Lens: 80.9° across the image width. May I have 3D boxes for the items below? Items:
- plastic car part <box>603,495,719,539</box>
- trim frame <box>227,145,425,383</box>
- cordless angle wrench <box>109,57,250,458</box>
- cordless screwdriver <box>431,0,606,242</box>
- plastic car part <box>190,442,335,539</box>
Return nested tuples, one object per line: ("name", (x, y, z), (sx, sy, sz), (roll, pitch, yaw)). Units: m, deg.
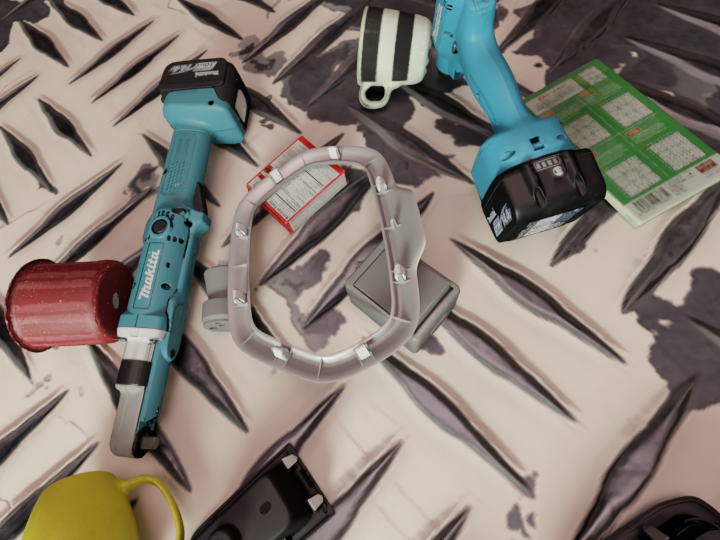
("plastic car part", (0.170, 0.219, 0.268), (0.202, 0.064, 0.069), (-31, 59, -8))
("trim frame", (-0.037, -0.024, 0.383), (0.187, 0.026, 0.257), (-13, 56, 10))
("cordless angle wrench", (-0.197, -0.037, 0.448), (0.100, 0.072, 0.431), (-1, 68, 9))
("cordless screwdriver", (0.130, -0.154, 0.417), (0.075, 0.156, 0.253), (-17, 80, 3))
("plastic car part", (-0.087, 0.196, 0.320), (0.116, 0.068, 0.069), (-38, 66, -11))
